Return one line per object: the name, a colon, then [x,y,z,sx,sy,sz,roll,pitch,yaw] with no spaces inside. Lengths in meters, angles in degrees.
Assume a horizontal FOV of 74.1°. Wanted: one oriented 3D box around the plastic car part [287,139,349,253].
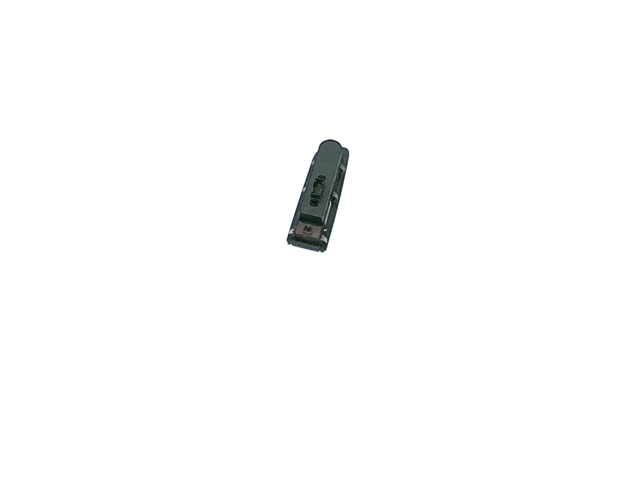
plastic car part: [-0.001,-0.085,0.695,0.066,0.202,0.067,9,-27,14]
